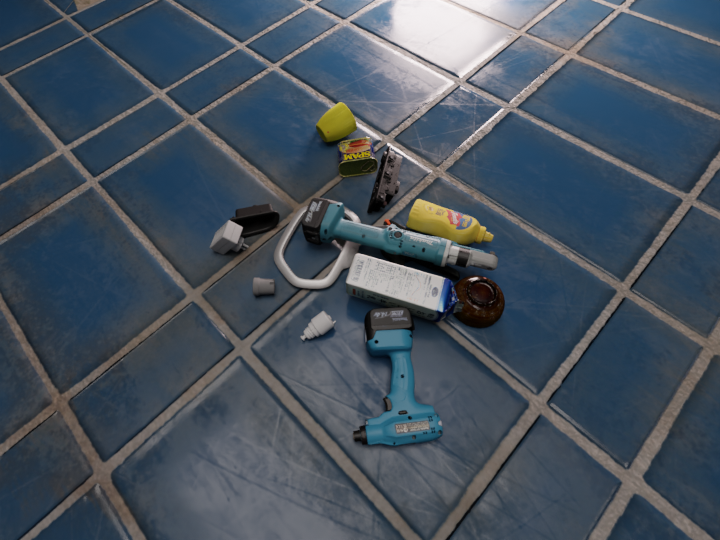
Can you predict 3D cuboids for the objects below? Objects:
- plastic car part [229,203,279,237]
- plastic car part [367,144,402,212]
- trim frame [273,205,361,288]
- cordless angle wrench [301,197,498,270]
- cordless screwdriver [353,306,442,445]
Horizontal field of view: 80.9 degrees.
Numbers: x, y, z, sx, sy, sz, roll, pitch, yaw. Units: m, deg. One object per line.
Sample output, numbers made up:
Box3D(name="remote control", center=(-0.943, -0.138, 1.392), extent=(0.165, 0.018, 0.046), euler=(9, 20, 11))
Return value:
Box3D(name="plastic car part", center=(-0.262, -0.132, 1.043), extent=(0.115, 0.063, 0.074), euler=(-16, 47, -11))
Box3D(name="plastic car part", center=(0.069, -0.235, 1.075), extent=(0.067, 0.065, 0.207), euler=(12, 60, -3))
Box3D(name="trim frame", center=(-0.098, -0.064, 1.006), extent=(0.189, 0.026, 0.250), euler=(17, 60, 14))
Box3D(name="cordless angle wrench", center=(0.080, -0.066, 0.930), extent=(0.435, 0.072, 0.099), euler=(15, 61, 15))
Box3D(name="cordless screwdriver", center=(0.049, 0.201, 0.813), extent=(0.159, 0.072, 0.257), euler=(-9, 63, -2))
